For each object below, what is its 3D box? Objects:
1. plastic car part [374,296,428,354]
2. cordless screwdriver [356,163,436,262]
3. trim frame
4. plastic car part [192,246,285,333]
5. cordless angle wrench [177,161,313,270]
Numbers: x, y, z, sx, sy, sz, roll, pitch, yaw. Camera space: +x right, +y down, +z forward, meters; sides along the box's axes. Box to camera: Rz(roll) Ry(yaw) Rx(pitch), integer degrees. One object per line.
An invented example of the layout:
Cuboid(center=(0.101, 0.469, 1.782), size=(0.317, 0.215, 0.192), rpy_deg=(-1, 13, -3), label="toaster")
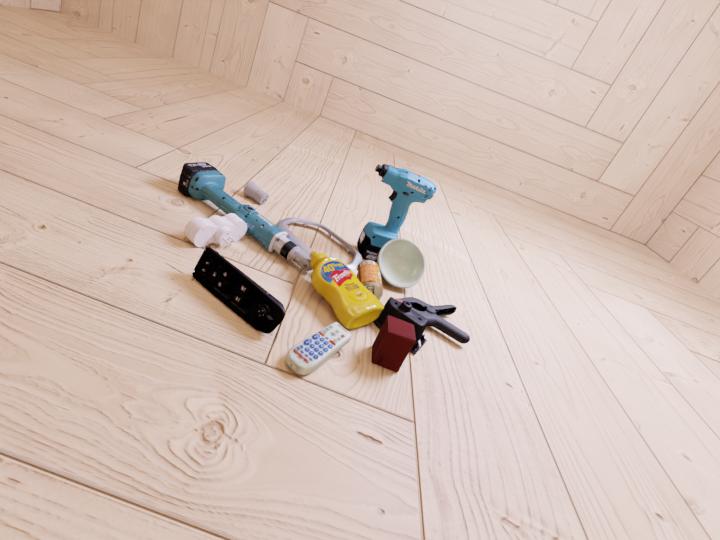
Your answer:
Cuboid(center=(0.085, 0.098, 0.843), size=(0.121, 0.070, 0.064), rpy_deg=(36, 28, 19), label="plastic car part")
Cuboid(center=(0.063, -0.144, 1.076), size=(0.155, 0.248, 0.077), rpy_deg=(22, 25, -16), label="cordless screwdriver")
Cuboid(center=(-0.104, -0.068, 1.061), size=(0.261, 0.027, 0.176), rpy_deg=(40, 30, 29), label="trim frame")
Cuboid(center=(-0.209, 0.039, 0.751), size=(0.213, 0.066, 0.064), rpy_deg=(34, 2, 26), label="plastic car part")
Cuboid(center=(-0.268, -0.125, 1.001), size=(0.441, 0.074, 0.095), rpy_deg=(36, 29, 22), label="cordless angle wrench")
